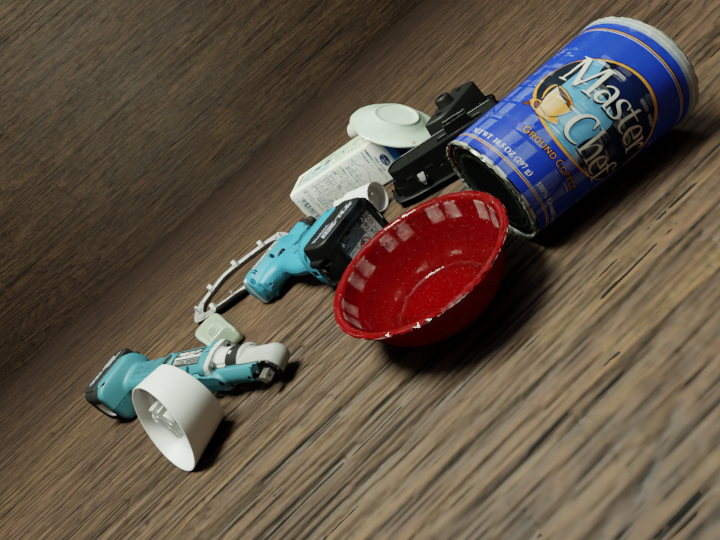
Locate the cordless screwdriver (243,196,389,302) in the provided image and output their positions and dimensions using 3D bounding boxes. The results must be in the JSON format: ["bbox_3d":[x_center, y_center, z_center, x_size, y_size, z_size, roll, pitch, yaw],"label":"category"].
[{"bbox_3d":[-0.056,-0.036,0.571,0.258,0.072,0.159,-12,38,54],"label":"cordless screwdriver"}]

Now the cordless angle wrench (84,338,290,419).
[{"bbox_3d":[-0.241,0.138,0.567,0.438,0.071,0.098,-18,33,38],"label":"cordless angle wrench"}]

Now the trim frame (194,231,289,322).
[{"bbox_3d":[-0.224,0.007,0.795,0.252,0.026,0.189,-32,28,17],"label":"trim frame"}]

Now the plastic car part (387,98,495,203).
[{"bbox_3d":[0.115,-0.151,0.521,0.207,0.064,0.068,-32,33,27],"label":"plastic car part"}]

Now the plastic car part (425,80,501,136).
[{"bbox_3d":[0.133,-0.215,0.581,0.116,0.068,0.069,-49,22,-22],"label":"plastic car part"}]
